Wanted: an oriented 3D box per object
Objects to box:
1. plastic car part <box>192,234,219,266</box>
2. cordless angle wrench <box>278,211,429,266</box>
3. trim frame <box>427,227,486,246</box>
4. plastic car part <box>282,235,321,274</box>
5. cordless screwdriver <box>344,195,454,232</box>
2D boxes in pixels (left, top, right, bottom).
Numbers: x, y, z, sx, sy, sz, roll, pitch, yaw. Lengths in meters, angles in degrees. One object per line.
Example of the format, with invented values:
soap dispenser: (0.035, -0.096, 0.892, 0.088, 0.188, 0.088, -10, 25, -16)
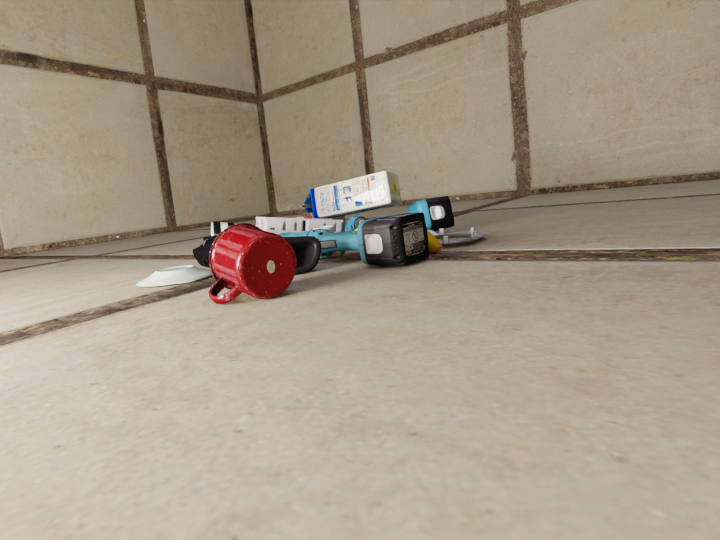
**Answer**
plastic car part: (-0.284, -0.030, 0.840, 0.066, 0.064, 0.213, -39, 26, -24)
cordless angle wrench: (-0.077, -0.051, 0.790, 0.444, 0.074, 0.094, 0, 11, 44)
trim frame: (0.123, -0.065, 0.854, 0.252, 0.027, 0.183, -7, 9, 9)
plastic car part: (-0.127, -0.019, 0.686, 0.113, 0.066, 0.073, -7, -6, -24)
cordless screwdriver: (0.089, -0.116, 0.975, 0.247, 0.074, 0.160, -10, -1, -5)
